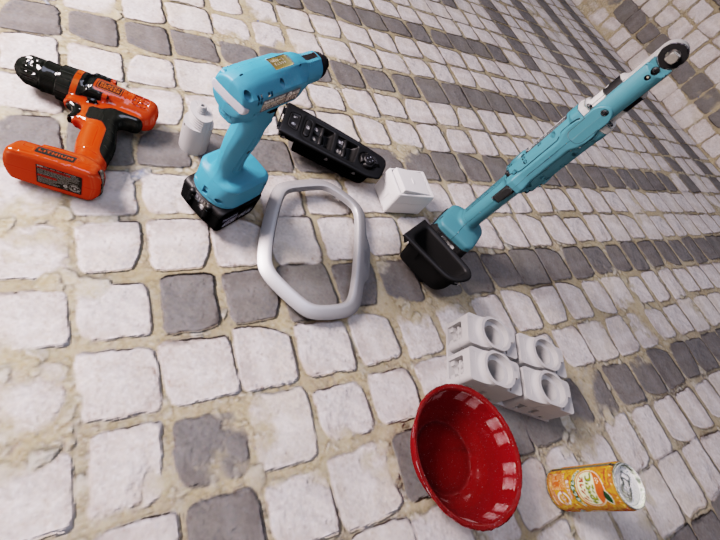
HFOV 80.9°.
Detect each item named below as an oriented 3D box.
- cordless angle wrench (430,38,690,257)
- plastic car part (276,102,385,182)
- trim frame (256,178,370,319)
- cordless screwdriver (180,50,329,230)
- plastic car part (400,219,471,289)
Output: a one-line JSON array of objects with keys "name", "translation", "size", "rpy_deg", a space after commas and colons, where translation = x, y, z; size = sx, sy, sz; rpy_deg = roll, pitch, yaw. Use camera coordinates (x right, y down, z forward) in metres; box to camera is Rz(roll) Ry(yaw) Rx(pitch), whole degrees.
[{"name": "cordless angle wrench", "translation": [0.243, -0.144, 0.607], "size": [0.075, 0.427, 0.096], "rpy_deg": [46, 49, 0]}, {"name": "plastic car part", "translation": [-0.052, -0.203, 0.725], "size": [0.197, 0.067, 0.068], "rpy_deg": [21, 52, -15]}, {"name": "trim frame", "translation": [-0.062, -0.041, 0.636], "size": [0.178, 0.028, 0.255], "rpy_deg": [16, 53, -18]}, {"name": "cordless screwdriver", "translation": [-0.134, -0.164, 0.534], "size": [0.075, 0.251, 0.157], "rpy_deg": [46, 49, 1]}, {"name": "plastic car part", "translation": [0.110, -0.012, 0.680], "size": [0.064, 0.071, 0.119], "rpy_deg": [-32, 79, -40]}]
